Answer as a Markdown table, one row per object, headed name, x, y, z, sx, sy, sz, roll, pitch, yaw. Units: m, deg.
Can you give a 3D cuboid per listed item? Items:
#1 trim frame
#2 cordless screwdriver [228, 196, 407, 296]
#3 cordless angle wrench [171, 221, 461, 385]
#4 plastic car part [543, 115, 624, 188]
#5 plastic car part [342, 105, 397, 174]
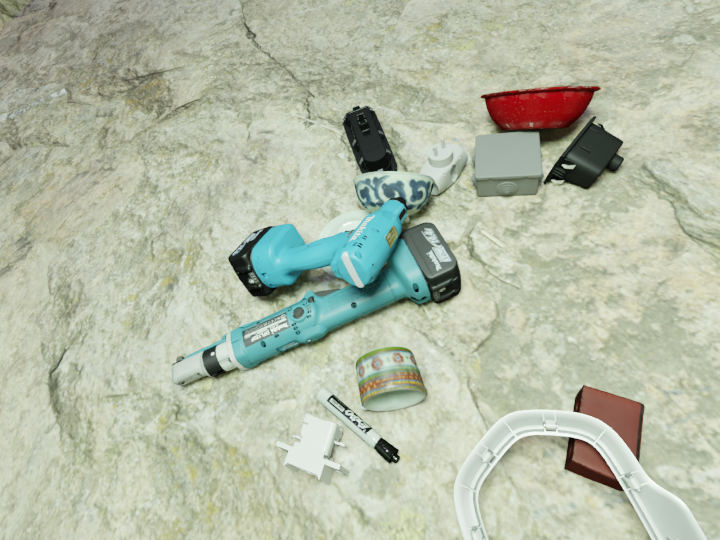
| name | x | y | z | sx | sy | sz | roll | pitch | yaw |
| --- | --- | --- | --- | --- | --- | --- | --- | --- | --- |
| trim frame | 0.190 | 0.249 | 0.360 | 0.187 | 0.026 | 0.257 | -25 | 64 | 15 |
| cordless screwdriver | -0.058 | -0.038 | 0.594 | 0.260 | 0.071 | 0.158 | -6 | 34 | 37 |
| cordless angle wrench | -0.075 | 0.067 | 0.584 | 0.425 | 0.070 | 0.102 | -25 | 54 | 5 |
| plastic car part | 0.330 | -0.163 | 0.600 | 0.074 | 0.064 | 0.116 | 41 | 74 | 18 |
| plastic car part | 0.016 | -0.235 | 0.755 | 0.066 | 0.064 | 0.211 | -15 | 57 | -1 |
